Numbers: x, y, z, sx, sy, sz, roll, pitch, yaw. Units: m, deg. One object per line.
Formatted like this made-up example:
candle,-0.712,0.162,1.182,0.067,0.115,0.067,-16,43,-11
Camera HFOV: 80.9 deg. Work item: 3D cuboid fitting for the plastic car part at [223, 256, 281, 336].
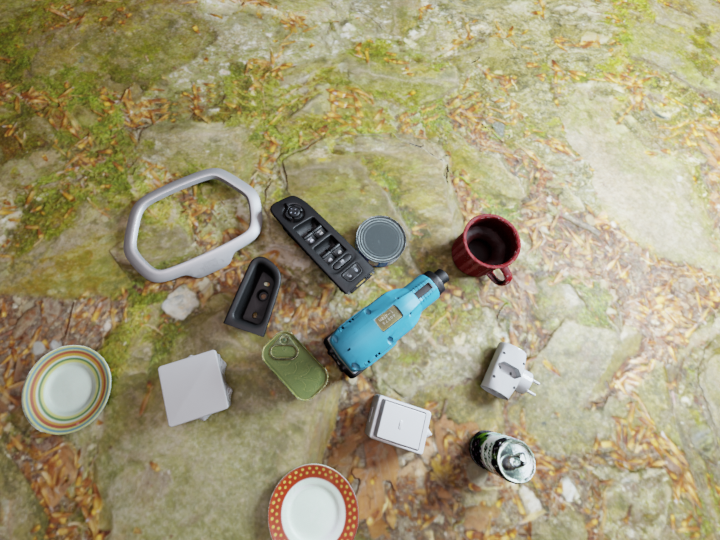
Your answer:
plastic car part,-0.163,0.043,0.678,0.066,0.070,0.117,18,73,1

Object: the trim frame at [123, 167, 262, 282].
trim frame,-0.292,-0.080,0.738,0.246,0.027,0.189,-26,75,-9

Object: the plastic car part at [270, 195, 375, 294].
plastic car part,-0.070,-0.046,0.712,0.066,0.066,0.208,-40,78,-14

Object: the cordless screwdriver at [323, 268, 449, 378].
cordless screwdriver,0.027,0.076,0.580,0.158,0.246,0.076,-36,82,-14
